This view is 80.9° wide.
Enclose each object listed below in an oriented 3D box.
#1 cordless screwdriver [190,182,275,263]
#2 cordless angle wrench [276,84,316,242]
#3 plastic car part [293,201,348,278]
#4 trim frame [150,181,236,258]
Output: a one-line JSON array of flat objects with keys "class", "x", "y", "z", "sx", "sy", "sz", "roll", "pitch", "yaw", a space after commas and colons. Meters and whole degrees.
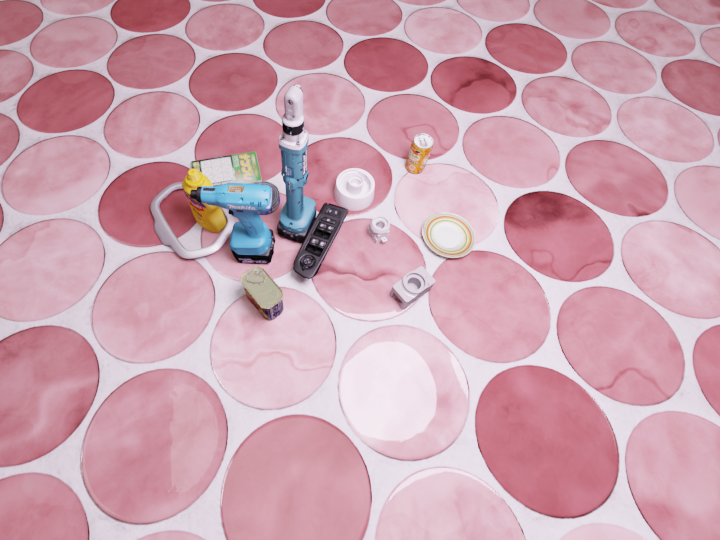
[{"class": "cordless screwdriver", "x": -0.266, "y": -0.103, "z": 0.919, "sx": 0.159, "sy": 0.243, "sz": 0.076, "roll": 4, "pitch": 62, "yaw": -3}, {"class": "cordless angle wrench", "x": -0.136, "y": -0.202, "z": 0.881, "sx": 0.075, "sy": 0.414, "sz": 0.099, "roll": 20, "pitch": 62, "yaw": 3}, {"class": "plastic car part", "x": -0.098, "y": -0.064, "z": 1.004, "sx": 0.067, "sy": 0.065, "sz": 0.204, "roll": 22, "pitch": 62, "yaw": 7}, {"class": "trim frame", "x": -0.421, "y": -0.133, "z": 1.055, "sx": 0.181, "sy": 0.027, "sz": 0.258, "roll": -33, "pitch": 67, "yaw": -18}]
